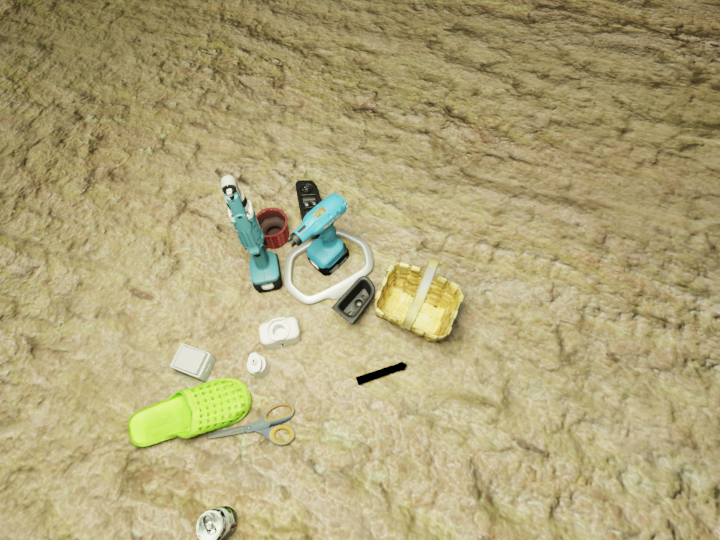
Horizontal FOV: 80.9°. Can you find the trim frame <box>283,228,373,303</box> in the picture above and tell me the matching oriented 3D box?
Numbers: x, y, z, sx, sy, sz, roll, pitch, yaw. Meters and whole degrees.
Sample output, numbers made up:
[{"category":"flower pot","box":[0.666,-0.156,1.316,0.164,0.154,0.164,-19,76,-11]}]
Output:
[{"category":"trim frame","box":[-0.087,-0.012,1.115,0.246,0.027,0.192,-29,64,-11]}]

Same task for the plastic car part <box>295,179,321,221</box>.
[{"category":"plastic car part","box":[-0.136,-0.168,1.180,0.066,0.065,0.210,-13,62,-5]}]

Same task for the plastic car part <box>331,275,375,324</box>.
[{"category":"plastic car part","box":[-0.009,0.078,1.037,0.068,0.069,0.116,35,69,18]}]

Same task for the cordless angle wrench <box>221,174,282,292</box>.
[{"category":"cordless angle wrench","box":[-0.243,-0.074,0.943,0.074,0.411,0.101,-11,64,-6]}]

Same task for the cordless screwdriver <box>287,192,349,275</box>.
[{"category":"cordless screwdriver","box":[-0.100,-0.065,1.022,0.077,0.241,0.158,41,71,18]}]
